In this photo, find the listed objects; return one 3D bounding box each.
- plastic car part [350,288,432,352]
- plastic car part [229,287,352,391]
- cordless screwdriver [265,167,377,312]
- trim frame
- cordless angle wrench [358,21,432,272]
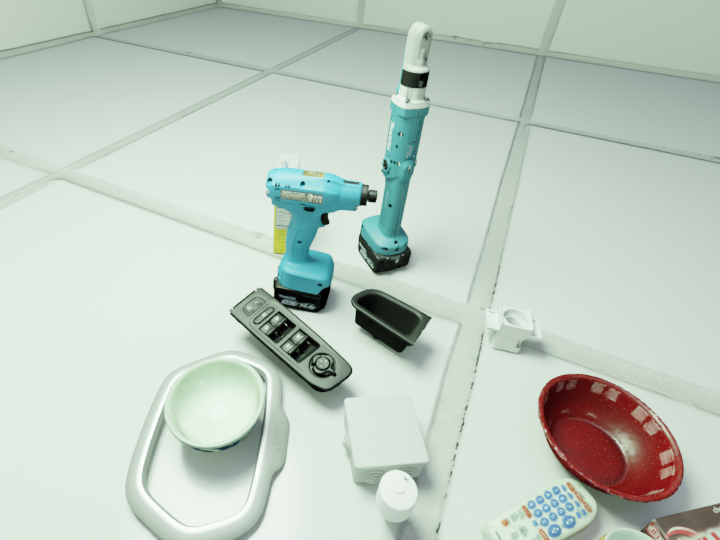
[{"bbox_3d":[0.039,0.084,0.661,0.122,0.069,0.065,27,44,24],"label":"plastic car part"},{"bbox_3d":[-0.104,0.111,0.622,0.213,0.065,0.065,31,46,28],"label":"plastic car part"},{"bbox_3d":[-0.065,-0.043,0.669,0.161,0.242,0.076,10,40,4],"label":"cordless screwdriver"},{"bbox_3d":[-0.184,0.207,0.535,0.184,0.027,0.256,2,40,-2],"label":"trim frame"},{"bbox_3d":[0.064,-0.180,0.708,0.072,0.412,0.103,-11,43,-22],"label":"cordless angle wrench"}]
